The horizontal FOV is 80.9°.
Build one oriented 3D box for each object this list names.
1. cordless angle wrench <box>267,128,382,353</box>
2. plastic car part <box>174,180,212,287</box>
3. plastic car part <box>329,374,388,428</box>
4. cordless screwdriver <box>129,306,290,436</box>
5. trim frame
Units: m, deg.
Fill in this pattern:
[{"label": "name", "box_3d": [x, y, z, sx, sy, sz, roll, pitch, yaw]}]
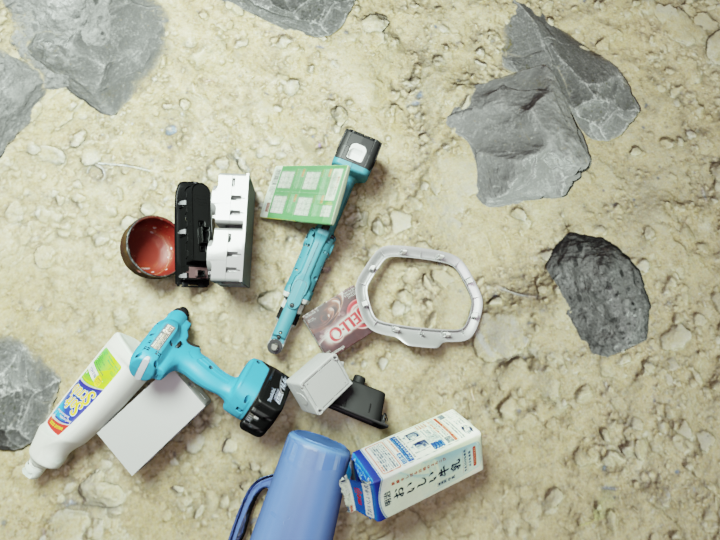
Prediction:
[{"label": "cordless angle wrench", "box_3d": [-0.076, -0.049, 0.772, 0.074, 0.098, 0.424, 23, 83, -2]}, {"label": "plastic car part", "box_3d": [-0.299, -0.074, 0.764, 0.063, 0.069, 0.207, 4, 71, -40]}, {"label": "plastic car part", "box_3d": [-0.004, 0.221, 0.735, 0.118, 0.065, 0.071, 24, 64, 4]}, {"label": "cordless screwdriver", "box_3d": [-0.238, 0.157, 0.709, 0.245, 0.162, 0.074, 29, 115, -9]}, {"label": "trim frame", "box_3d": [0.111, 0.046, 0.769, 0.243, 0.028, 0.187, 8, 74, -12]}]
